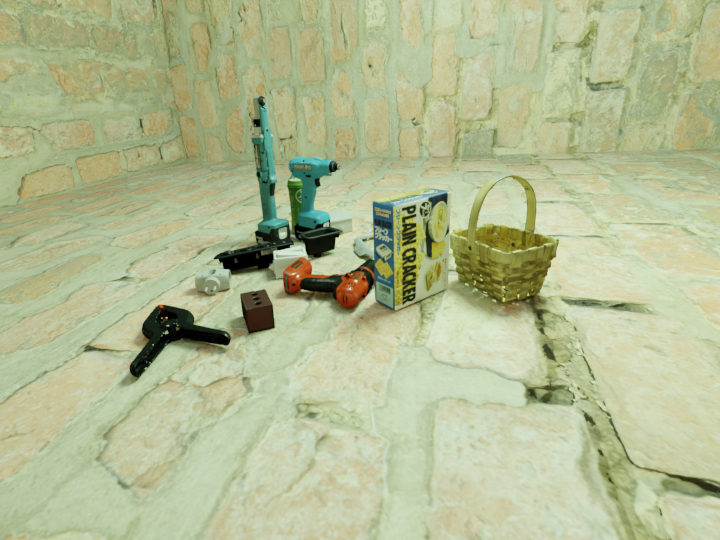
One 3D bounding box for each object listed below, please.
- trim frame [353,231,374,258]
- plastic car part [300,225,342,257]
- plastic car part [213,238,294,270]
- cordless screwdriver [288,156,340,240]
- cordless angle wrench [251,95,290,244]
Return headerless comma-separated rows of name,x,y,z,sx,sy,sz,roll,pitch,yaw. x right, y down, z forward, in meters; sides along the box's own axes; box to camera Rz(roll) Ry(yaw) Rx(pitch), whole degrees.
trim frame,0.076,-0.068,1.150,0.181,0.027,0.259,-10,23,-14
plastic car part,-0.111,-0.073,1.138,0.113,0.069,0.070,-21,27,-38
plastic car part,-0.271,-0.037,1.084,0.200,0.065,0.069,-8,21,-10
cordless screwdriver,-0.127,-0.207,1.240,0.167,0.243,0.072,9,22,30
cordless angle wrench,-0.269,-0.276,1.208,0.103,0.414,0.072,15,26,41
